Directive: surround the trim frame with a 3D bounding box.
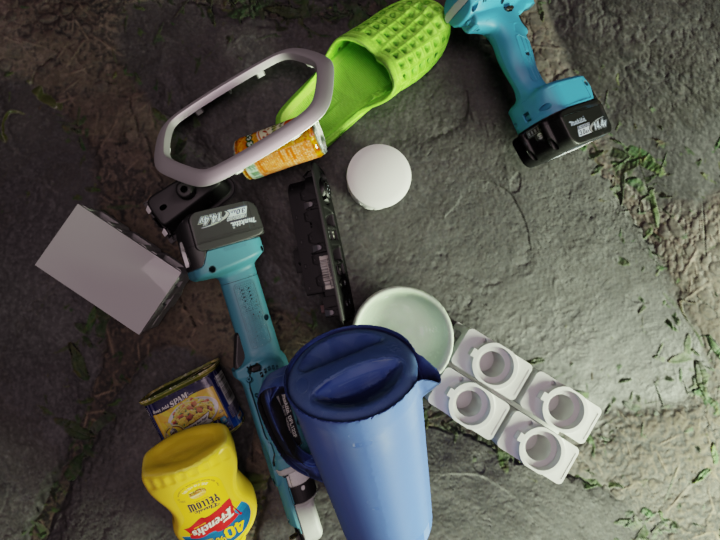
[{"bbox_3d":[-0.143,-0.191,0.515,0.248,0.026,0.193,-33,56,1],"label":"trim frame"}]

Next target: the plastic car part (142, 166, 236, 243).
[{"bbox_3d":[-0.219,-0.093,0.534,0.116,0.071,0.066,-35,94,0],"label":"plastic car part"}]

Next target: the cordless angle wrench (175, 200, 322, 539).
[{"bbox_3d":[-0.118,0.130,0.517,0.095,0.077,0.422,-17,91,-28],"label":"cordless angle wrench"}]

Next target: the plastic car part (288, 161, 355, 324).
[{"bbox_3d":[-0.053,-0.035,0.542,0.069,0.064,0.203,-8,88,22],"label":"plastic car part"}]

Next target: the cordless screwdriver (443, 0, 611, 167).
[{"bbox_3d":[0.225,-0.268,0.545,0.156,0.076,0.250,-27,88,-25],"label":"cordless screwdriver"}]
